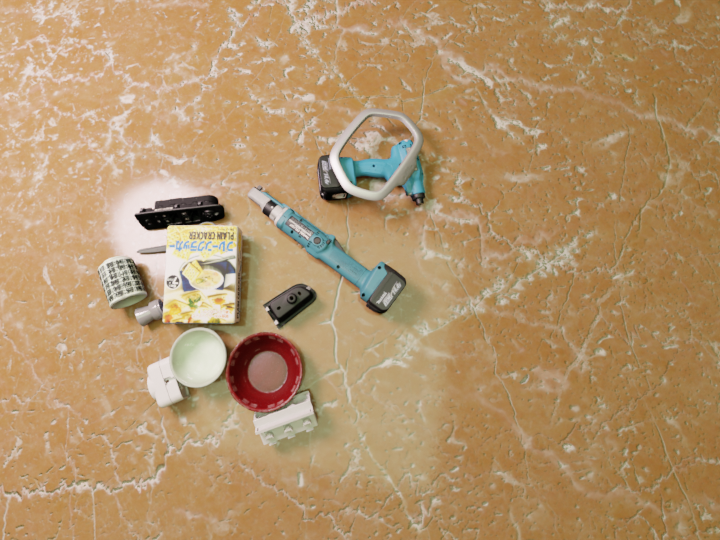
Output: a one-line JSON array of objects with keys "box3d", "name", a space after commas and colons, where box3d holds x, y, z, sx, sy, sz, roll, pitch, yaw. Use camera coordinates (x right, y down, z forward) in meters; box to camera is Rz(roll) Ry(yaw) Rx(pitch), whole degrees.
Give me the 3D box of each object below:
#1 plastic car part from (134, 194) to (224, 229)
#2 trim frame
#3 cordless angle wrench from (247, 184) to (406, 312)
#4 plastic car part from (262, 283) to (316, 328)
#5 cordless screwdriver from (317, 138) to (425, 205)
[{"box3d": [-0.420, -0.141, 1.001, 0.203, 0.064, 0.069, -4, 53, 1], "name": "plastic car part"}, {"box3d": [0.040, -0.269, 0.967, 0.186, 0.027, 0.248, 33, 72, 5], "name": "trim frame"}, {"box3d": [-0.095, -0.062, 0.967, 0.433, 0.073, 0.098, 36, 80, 11], "name": "cordless angle wrench"}, {"box3d": [-0.156, 0.069, 0.935, 0.116, 0.070, 0.067, -35, 83, -4], "name": "plastic car part"}, {"box3d": [0.026, -0.212, 0.996, 0.247, 0.073, 0.162, -11, 78, -5], "name": "cordless screwdriver"}]
